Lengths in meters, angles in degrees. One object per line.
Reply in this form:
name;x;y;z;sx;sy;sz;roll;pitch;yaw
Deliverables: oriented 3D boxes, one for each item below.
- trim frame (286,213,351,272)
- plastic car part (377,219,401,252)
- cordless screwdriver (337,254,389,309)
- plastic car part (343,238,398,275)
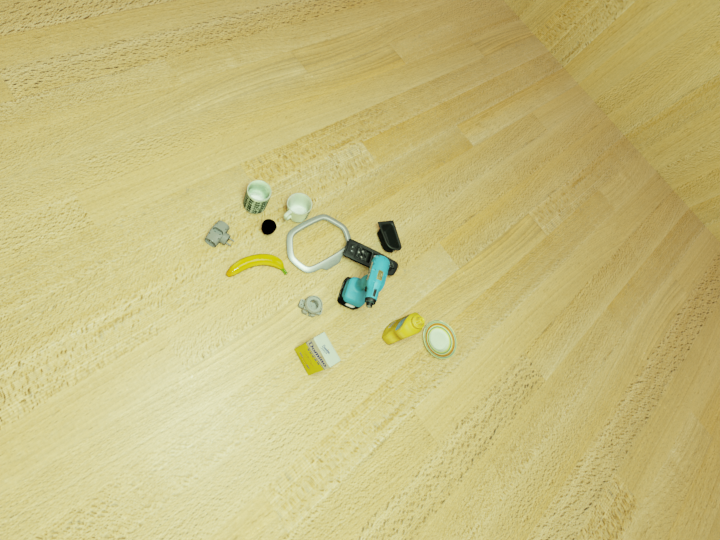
trim frame;-0.141;-0.092;1.440;0.243;0.028;0.187;-32;81;-28
plastic car part;0.095;-0.112;1.508;0.064;0.071;0.119;-8;71;-25
cordless screwdriver;0.004;0.065;1.295;0.073;0.251;0.161;24;62;-14
plastic car part;0.031;-0.034;1.454;0.199;0.067;0.067;23;62;-10
